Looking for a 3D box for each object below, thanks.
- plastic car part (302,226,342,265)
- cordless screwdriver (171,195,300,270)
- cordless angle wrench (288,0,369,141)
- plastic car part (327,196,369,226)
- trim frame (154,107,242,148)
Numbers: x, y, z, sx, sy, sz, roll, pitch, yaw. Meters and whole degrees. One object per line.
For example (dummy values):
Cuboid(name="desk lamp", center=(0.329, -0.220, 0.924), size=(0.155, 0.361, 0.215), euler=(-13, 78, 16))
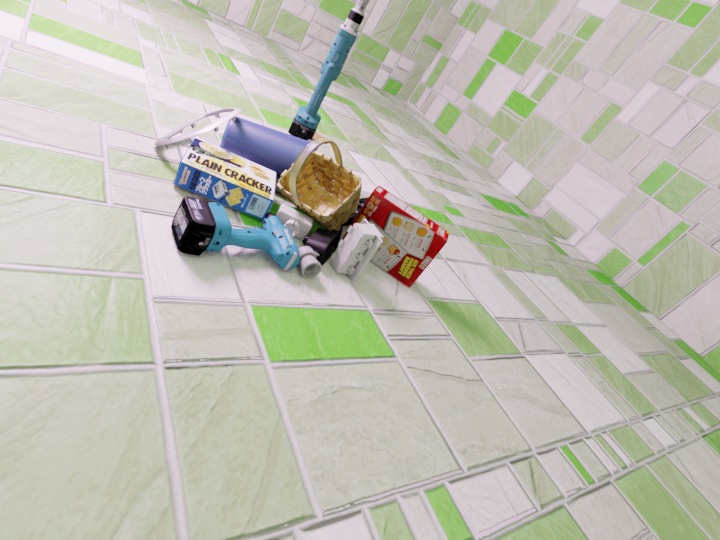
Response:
Cuboid(name="plastic car part", center=(-0.095, -0.062, 0.974), size=(0.073, 0.065, 0.115), euler=(22, 31, 12))
Cuboid(name="cordless screwdriver", center=(-0.246, -0.086, 0.848), size=(0.236, 0.074, 0.167), euler=(12, 34, -39))
Cuboid(name="cordless angle wrench", center=(-0.081, -0.562, 1.178), size=(0.073, 0.422, 0.100), euler=(26, 30, -14))
Cuboid(name="plastic car part", center=(-0.023, -0.159, 1.169), size=(0.195, 0.067, 0.068), euler=(-15, 65, -47))
Cuboid(name="trim frame", center=(-0.394, -0.354, 1.041), size=(0.191, 0.026, 0.249), euler=(0, 38, 25))
